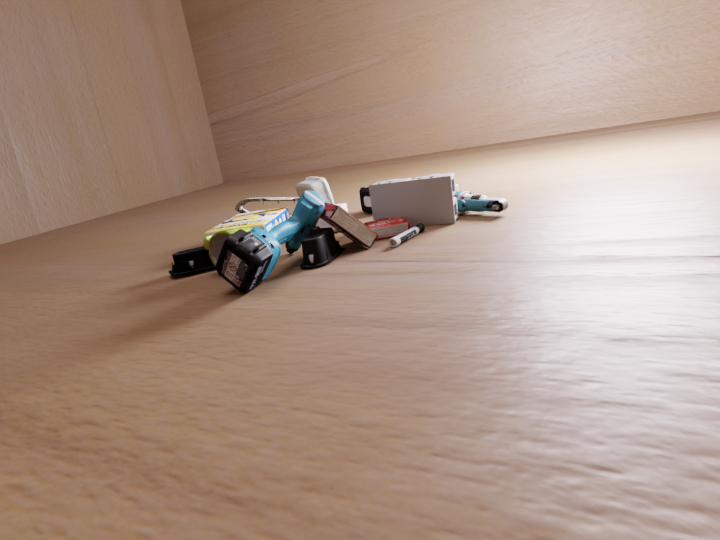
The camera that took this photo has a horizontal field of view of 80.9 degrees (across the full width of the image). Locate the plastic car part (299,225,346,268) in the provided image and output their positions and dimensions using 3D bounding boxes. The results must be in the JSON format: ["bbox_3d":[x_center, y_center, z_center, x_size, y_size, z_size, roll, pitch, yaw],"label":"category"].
[{"bbox_3d":[-0.082,-0.053,0.836,0.068,0.070,0.115,-4,15,20],"label":"plastic car part"}]

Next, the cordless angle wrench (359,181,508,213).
[{"bbox_3d":[0.171,-0.178,1.076,0.095,0.073,0.446,-23,24,-36],"label":"cordless angle wrench"}]

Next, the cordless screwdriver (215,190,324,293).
[{"bbox_3d":[-0.167,-0.046,0.808,0.076,0.158,0.245,37,41,6],"label":"cordless screwdriver"}]

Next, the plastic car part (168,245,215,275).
[{"bbox_3d":[-0.326,-0.033,0.934,0.199,0.065,0.069,-18,25,-14],"label":"plastic car part"}]

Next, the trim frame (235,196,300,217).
[{"bbox_3d":[-0.238,-0.177,1.225,0.246,0.028,0.183,1,-14,-8],"label":"trim frame"}]
